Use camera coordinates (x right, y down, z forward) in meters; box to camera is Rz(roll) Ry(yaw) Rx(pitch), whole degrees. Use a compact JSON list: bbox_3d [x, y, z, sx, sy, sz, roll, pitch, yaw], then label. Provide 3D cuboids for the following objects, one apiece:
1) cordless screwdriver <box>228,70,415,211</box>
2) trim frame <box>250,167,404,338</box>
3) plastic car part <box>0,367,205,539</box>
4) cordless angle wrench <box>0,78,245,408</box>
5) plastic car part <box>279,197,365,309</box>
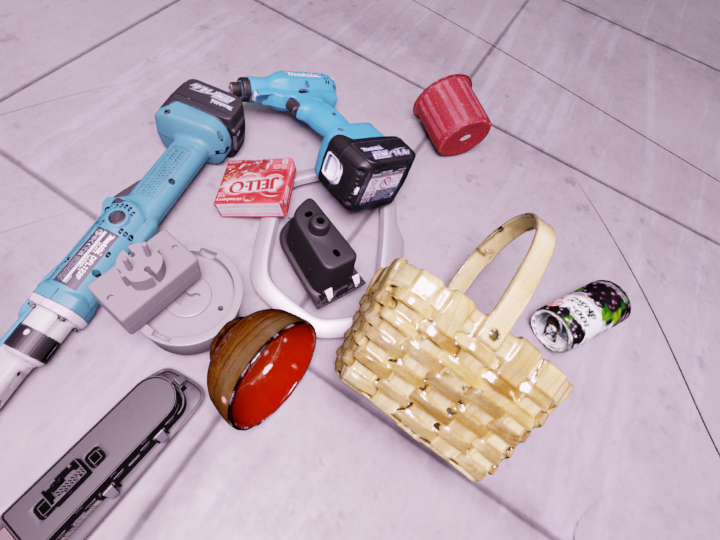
[{"bbox_3d":[-0.057,-0.182,0.544,0.153,0.073,0.261,-13,52,-33],"label":"cordless screwdriver"},{"bbox_3d":[-0.034,-0.035,0.520,0.183,0.027,0.254,9,57,-3],"label":"trim frame"},{"bbox_3d":[-0.224,0.162,0.357,0.068,0.065,0.201,33,57,15],"label":"plastic car part"},{"bbox_3d":[-0.262,-0.047,0.467,0.099,0.073,0.426,22,61,2],"label":"cordless angle wrench"},{"bbox_3d":[-0.045,-0.030,0.463,0.064,0.070,0.120,-26,71,-25],"label":"plastic car part"}]
